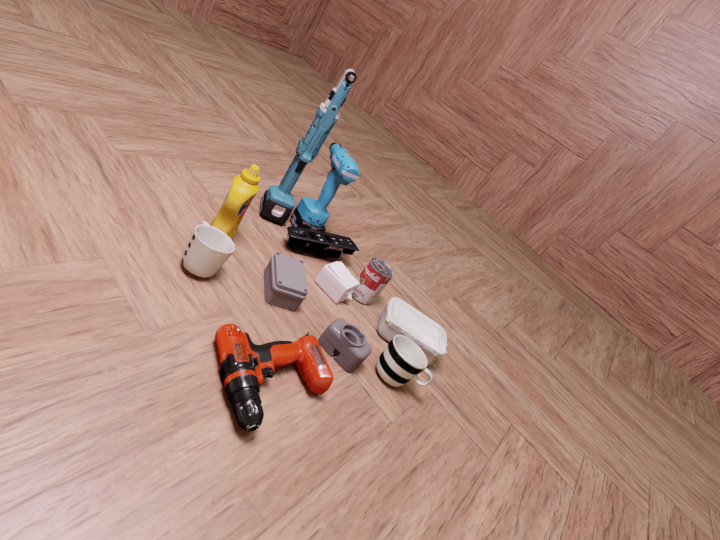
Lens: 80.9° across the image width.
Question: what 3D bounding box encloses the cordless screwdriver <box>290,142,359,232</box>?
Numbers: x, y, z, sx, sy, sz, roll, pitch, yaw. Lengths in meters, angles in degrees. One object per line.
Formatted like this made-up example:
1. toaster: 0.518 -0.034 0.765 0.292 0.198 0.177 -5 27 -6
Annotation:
1. cordless screwdriver: -0.101 -0.214 1.128 0.071 0.249 0.167 16 34 -34

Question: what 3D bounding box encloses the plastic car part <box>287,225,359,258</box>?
1. plastic car part: -0.107 -0.070 1.091 0.193 0.067 0.069 14 35 -32

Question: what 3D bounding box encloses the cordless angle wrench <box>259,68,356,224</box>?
1. cordless angle wrench: -0.130 -0.302 1.051 0.071 0.423 0.102 23 31 -24
